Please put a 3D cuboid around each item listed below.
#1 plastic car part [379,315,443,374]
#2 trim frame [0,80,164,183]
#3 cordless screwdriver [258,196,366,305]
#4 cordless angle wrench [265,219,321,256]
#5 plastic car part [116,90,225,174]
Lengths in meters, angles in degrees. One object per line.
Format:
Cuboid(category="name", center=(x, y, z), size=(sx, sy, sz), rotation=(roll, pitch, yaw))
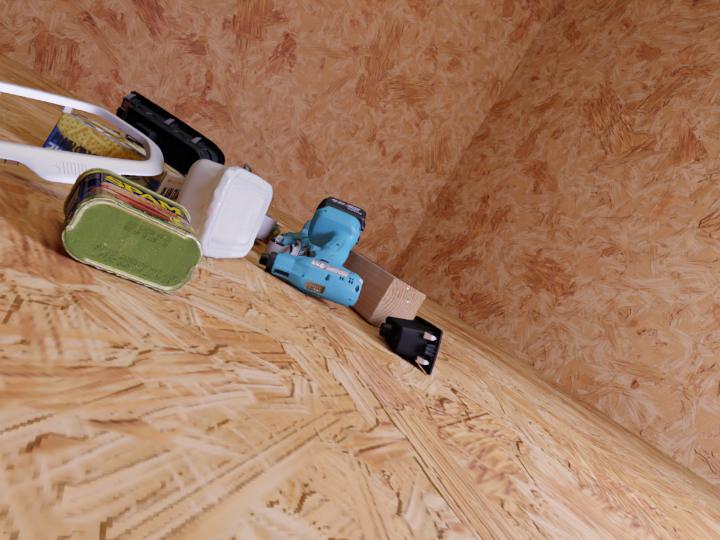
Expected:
Cuboid(category="plastic car part", center=(0.066, 0.099, 0.636), size=(0.069, 0.066, 0.119), rotation=(15, 4, -13))
Cuboid(category="trim frame", center=(-0.336, -0.152, 0.459), size=(0.193, 0.027, 0.237), rotation=(44, 25, 27))
Cuboid(category="cordless screwdriver", center=(-0.071, -0.047, 0.730), size=(0.158, 0.073, 0.253), rotation=(18, 32, -5))
Cuboid(category="cordless angle wrench", center=(-0.136, -0.059, 0.933), size=(0.075, 0.098, 0.420), rotation=(31, 8, 1))
Cuboid(category="plastic car part", center=(-0.292, -0.199, 0.634), size=(0.206, 0.066, 0.066), rotation=(32, 13, 7))
